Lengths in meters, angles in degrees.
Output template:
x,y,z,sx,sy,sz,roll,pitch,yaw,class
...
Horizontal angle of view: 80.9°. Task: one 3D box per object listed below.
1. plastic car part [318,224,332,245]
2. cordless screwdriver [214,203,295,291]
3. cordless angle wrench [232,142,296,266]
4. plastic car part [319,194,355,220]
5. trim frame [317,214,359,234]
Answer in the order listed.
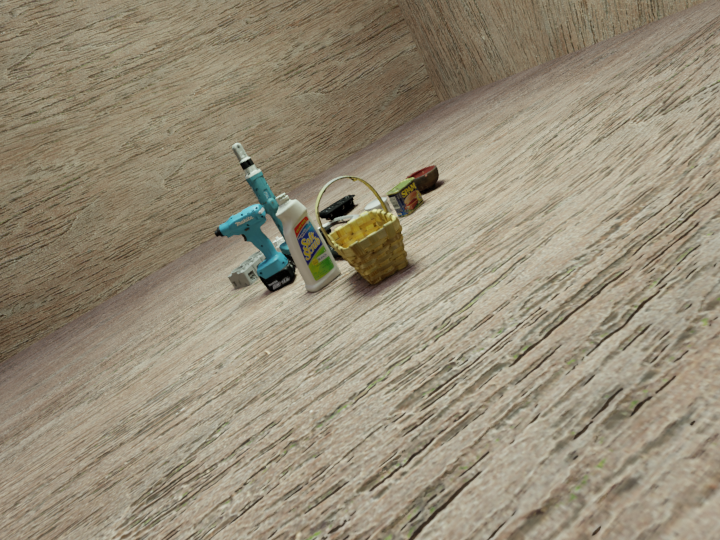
x,y,z,sx,sy,sz,roll,pitch,yaw,class
-0.130,-0.085,1.326,0.068,0.069,0.115,-13,24,40,plastic car part
-0.304,-0.056,1.234,0.161,0.242,0.075,-25,15,11,cordless screwdriver
-0.286,-0.209,1.333,0.073,0.412,0.102,-34,16,-22,cordless angle wrench
-0.080,-0.243,1.651,0.069,0.065,0.200,-11,26,44,plastic car part
-0.104,-0.144,1.500,0.181,0.027,0.259,-39,22,-26,trim frame
